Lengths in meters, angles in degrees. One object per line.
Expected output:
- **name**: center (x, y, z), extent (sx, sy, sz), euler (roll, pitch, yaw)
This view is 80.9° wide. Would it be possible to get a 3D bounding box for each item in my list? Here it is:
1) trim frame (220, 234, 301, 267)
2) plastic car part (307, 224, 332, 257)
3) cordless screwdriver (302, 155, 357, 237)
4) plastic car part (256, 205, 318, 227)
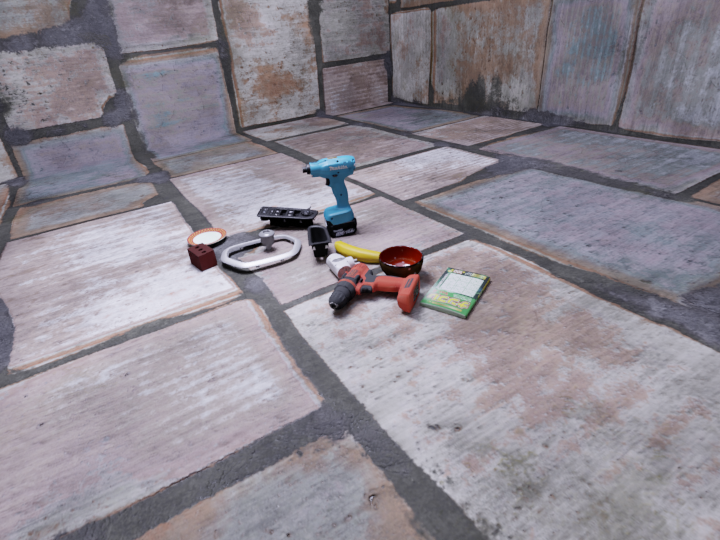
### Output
- **trim frame**: center (-0.296, -0.059, 1.272), extent (0.243, 0.027, 0.194), euler (-19, 32, -21)
- **plastic car part**: center (-0.120, -0.079, 1.231), extent (0.065, 0.069, 0.121), euler (-8, 30, -6)
- **cordless screwdriver**: center (-0.091, -0.226, 1.306), extent (0.158, 0.241, 0.077), euler (-8, 28, -8)
- **plastic car part**: center (-0.242, -0.175, 1.423), extent (0.207, 0.065, 0.067), euler (0, 29, 11)
